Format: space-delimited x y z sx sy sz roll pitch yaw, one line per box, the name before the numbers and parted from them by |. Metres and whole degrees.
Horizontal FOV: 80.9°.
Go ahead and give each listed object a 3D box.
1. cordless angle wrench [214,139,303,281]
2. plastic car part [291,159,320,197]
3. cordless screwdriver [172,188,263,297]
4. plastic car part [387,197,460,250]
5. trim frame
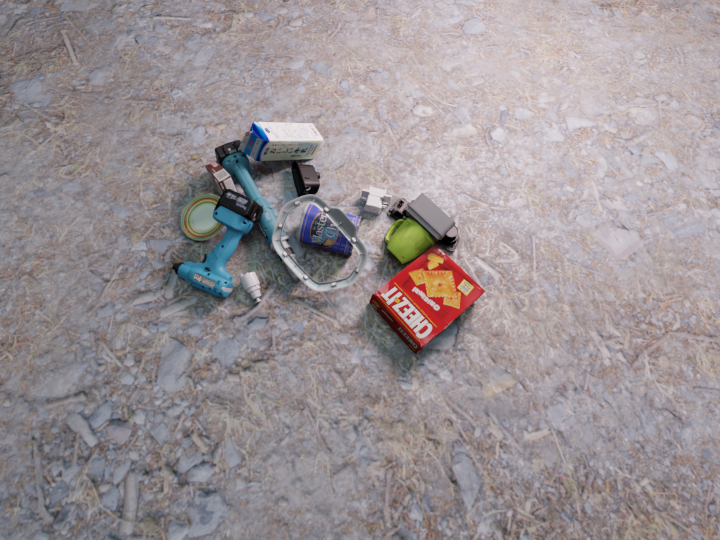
cordless angle wrench | -0.256 -0.154 1.093 0.073 0.096 0.437 -25 70 -20
plastic car part | -0.145 -0.256 1.168 0.069 0.066 0.121 -2 59 -22
cordless screwdriver | -0.347 -0.074 1.023 0.164 0.072 0.249 21 86 15
plastic car part | 0.176 -0.131 1.110 0.208 0.066 0.066 36 59 12
trim frame | -0.098 -0.064 0.999 0.184 0.027 0.251 -42 85 3
